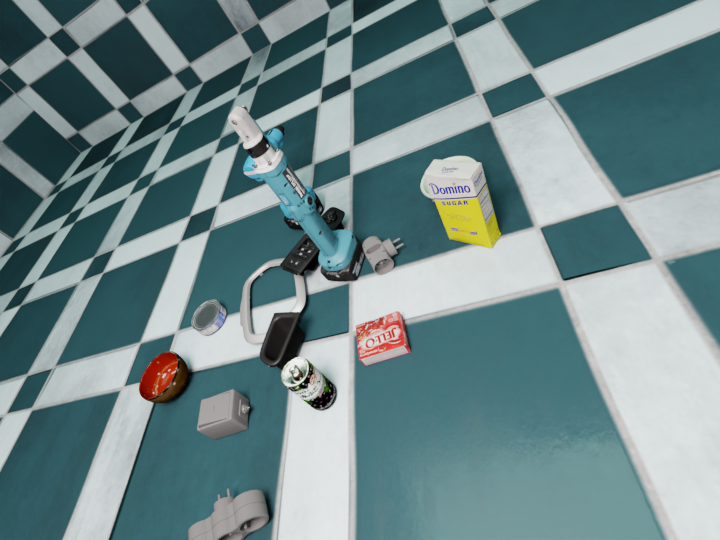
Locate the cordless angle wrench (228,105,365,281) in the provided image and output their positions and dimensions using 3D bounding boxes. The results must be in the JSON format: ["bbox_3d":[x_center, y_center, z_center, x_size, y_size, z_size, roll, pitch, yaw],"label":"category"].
[{"bbox_3d":[-0.115,-0.130,0.805,0.078,0.401,0.099,-3,50,32],"label":"cordless angle wrench"}]

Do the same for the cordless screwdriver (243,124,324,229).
[{"bbox_3d":[-0.179,-0.227,1.058,0.078,0.235,0.160,1,53,35],"label":"cordless screwdriver"}]

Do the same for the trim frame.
[{"bbox_3d":[-0.208,0.062,0.978,0.186,0.026,0.260,-29,43,9],"label":"trim frame"}]

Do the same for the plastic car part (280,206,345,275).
[{"bbox_3d":[-0.096,-0.063,0.985,0.070,0.063,0.203,13,62,41],"label":"plastic car part"}]

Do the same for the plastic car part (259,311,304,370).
[{"bbox_3d":[-0.148,0.147,0.831,0.068,0.067,0.118,-8,49,29],"label":"plastic car part"}]
